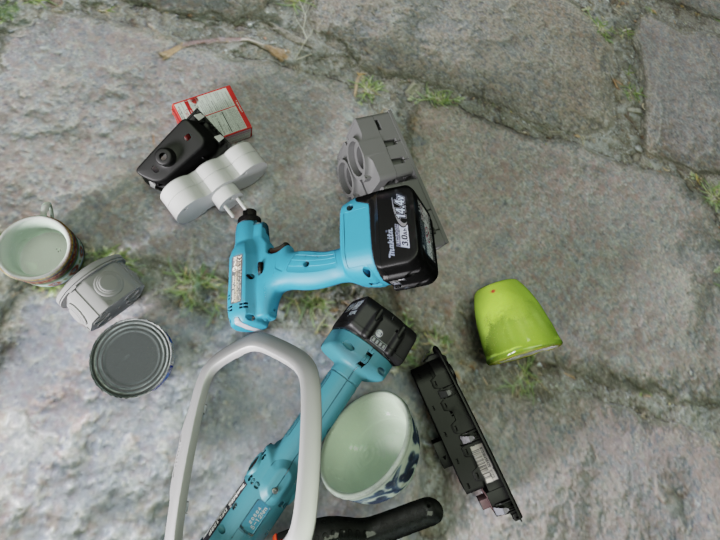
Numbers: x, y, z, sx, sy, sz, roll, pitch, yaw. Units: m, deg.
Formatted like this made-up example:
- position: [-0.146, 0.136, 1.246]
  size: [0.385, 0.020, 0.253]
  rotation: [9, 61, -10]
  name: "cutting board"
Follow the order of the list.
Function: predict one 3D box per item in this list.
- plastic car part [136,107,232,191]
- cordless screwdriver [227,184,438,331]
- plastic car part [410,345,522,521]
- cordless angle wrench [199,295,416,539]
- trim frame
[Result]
- position: [-0.227, -0.143, 0.524]
  size: [0.116, 0.072, 0.065]
  rotation: [-43, 99, 0]
  name: "plastic car part"
- position: [-0.047, -0.031, 0.484]
  size: [0.255, 0.070, 0.164]
  rotation: [-16, 63, 22]
  name: "cordless screwdriver"
- position: [0.116, 0.192, 0.513]
  size: [0.068, 0.064, 0.207]
  rotation: [-22, 78, 7]
  name: "plastic car part"
- position: [-0.091, 0.217, 0.446]
  size: [0.074, 0.099, 0.422]
  rotation: [38, 73, -5]
  name: "cordless angle wrench"
- position: [-0.120, 0.180, 0.423]
  size: [0.189, 0.026, 0.256]
  rotation: [-15, 55, 20]
  name: "trim frame"
